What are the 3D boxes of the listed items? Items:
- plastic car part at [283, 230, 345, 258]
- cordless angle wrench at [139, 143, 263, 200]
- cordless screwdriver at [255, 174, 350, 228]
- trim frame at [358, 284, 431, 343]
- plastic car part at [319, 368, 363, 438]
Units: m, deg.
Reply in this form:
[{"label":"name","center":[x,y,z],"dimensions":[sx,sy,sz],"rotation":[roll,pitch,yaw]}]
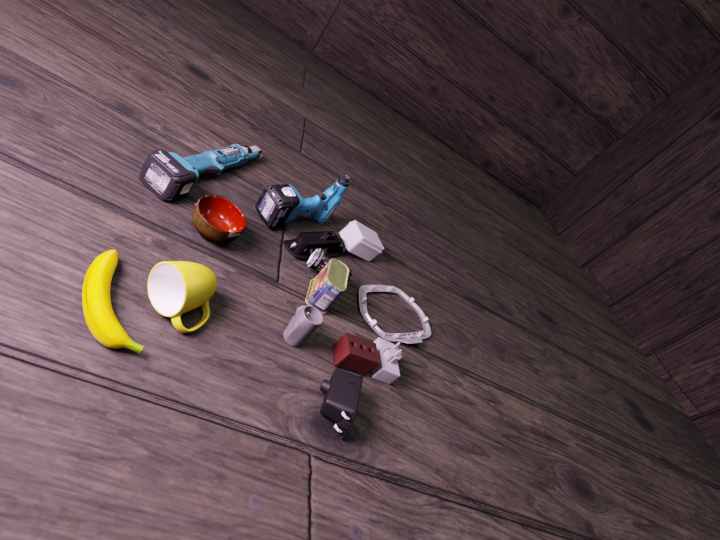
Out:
[{"label":"plastic car part","center":[-0.105,-0.068,1.069],"dimensions":[0.194,0.068,0.068],"rotation":[-12,66,-49]},{"label":"cordless angle wrench","center":[-0.361,-0.271,1.053],"dimensions":[0.098,0.075,0.420],"rotation":[40,28,-2]},{"label":"cordless screwdriver","center":[-0.137,-0.184,1.085],"dimensions":[0.238,0.160,0.077],"rotation":[-12,60,-51]},{"label":"trim frame","center":[0.090,0.108,1.075],"dimensions":[0.236,0.028,0.193],"rotation":[7,44,-45]},{"label":"plastic car part","center":[-0.039,0.225,0.760],"dimensions":[0.071,0.065,0.118],"rotation":[22,30,-5]}]
